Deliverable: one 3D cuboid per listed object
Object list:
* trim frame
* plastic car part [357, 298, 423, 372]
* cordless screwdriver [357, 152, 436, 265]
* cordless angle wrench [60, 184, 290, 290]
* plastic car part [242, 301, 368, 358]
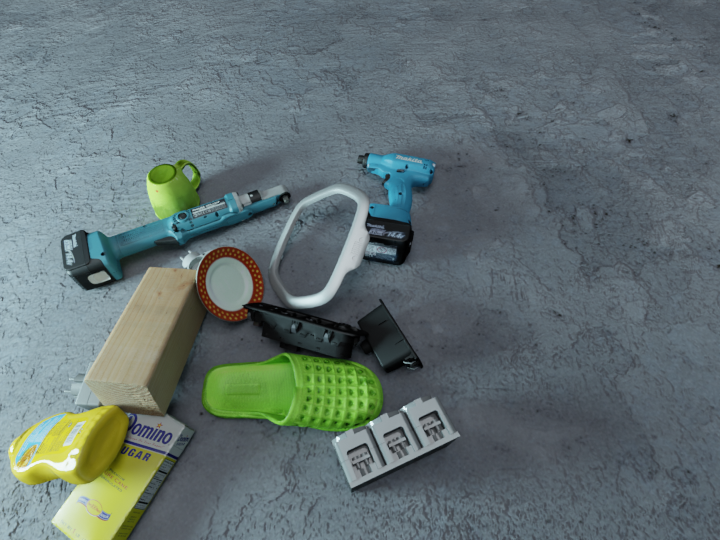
[{"bbox_3d":[-0.073,-0.048,0.746,0.194,0.026,0.250,8,68,36],"label":"trim frame"},{"bbox_3d":[0.037,0.112,0.667,0.071,0.063,0.122,-34,58,-2],"label":"plastic car part"},{"bbox_3d":[0.045,-0.136,0.813,0.163,0.072,0.251,13,56,11],"label":"cordless screwdriver"},{"bbox_3d":[-0.335,-0.086,0.810,0.417,0.072,0.102,-22,60,-13],"label":"cordless angle wrench"},{"bbox_3d":[-0.091,0.096,0.668,0.210,0.064,0.067,8,81,20],"label":"plastic car part"}]
